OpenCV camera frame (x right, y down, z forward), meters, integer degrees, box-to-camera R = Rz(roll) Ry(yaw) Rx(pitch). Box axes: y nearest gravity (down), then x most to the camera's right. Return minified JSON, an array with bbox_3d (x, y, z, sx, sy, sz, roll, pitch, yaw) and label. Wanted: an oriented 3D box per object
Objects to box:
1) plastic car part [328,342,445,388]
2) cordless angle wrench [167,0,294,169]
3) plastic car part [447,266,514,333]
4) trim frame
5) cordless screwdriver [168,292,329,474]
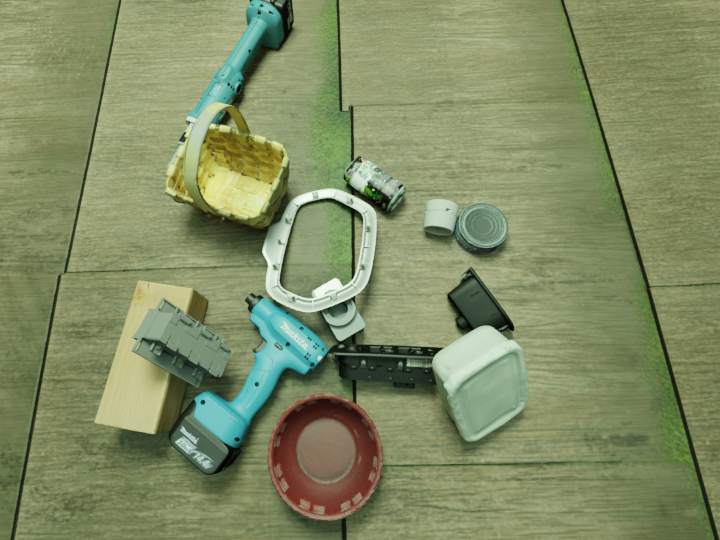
[{"bbox_3d":[0.050,0.144,0.651,0.204,0.066,0.066,6,99,3],"label":"plastic car part"},{"bbox_3d":[-0.257,-0.362,0.819,0.075,0.097,0.424,25,78,3],"label":"cordless angle wrench"},{"bbox_3d":[0.181,0.061,0.673,0.071,0.064,0.119,-32,77,7],"label":"plastic car part"},{"bbox_3d":[-0.069,-0.045,0.701,0.188,0.026,0.253,2,58,13],"label":"trim frame"},{"bbox_3d":[-0.184,0.164,0.647,0.163,0.073,0.247,38,73,13],"label":"cordless screwdriver"}]
